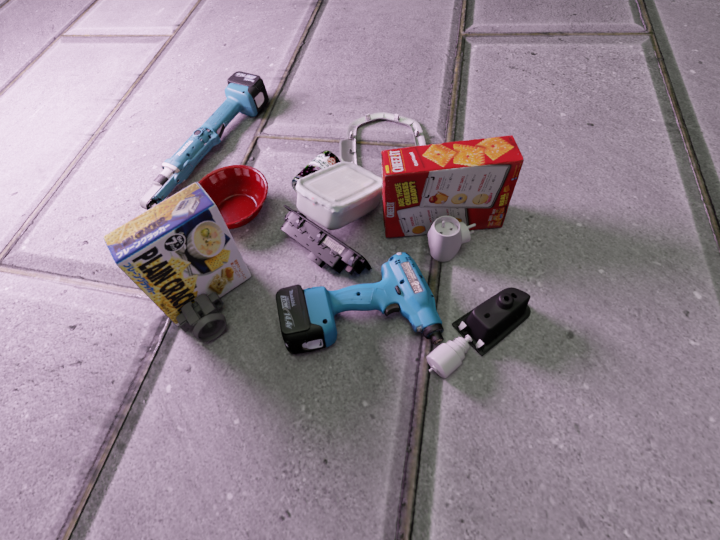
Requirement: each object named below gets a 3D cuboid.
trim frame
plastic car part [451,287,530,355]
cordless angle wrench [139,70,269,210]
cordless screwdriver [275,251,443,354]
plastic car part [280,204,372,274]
[{"bbox_3d":[0.047,-0.265,0.913,0.186,0.026,0.256,-5,58,7],"label":"trim frame"},{"bbox_3d":[0.209,0.063,0.643,0.115,0.068,0.069,-34,61,-11],"label":"plastic car part"},{"bbox_3d":[-0.365,-0.301,0.981,0.102,0.071,0.423,20,64,20],"label":"cordless angle wrench"},{"bbox_3d":[-0.003,0.072,0.671,0.247,0.072,0.166,-17,56,-7],"label":"cordless screwdriver"},{"bbox_3d":[-0.076,-0.050,0.774,0.213,0.063,0.067,40,95,27],"label":"plastic car part"}]
